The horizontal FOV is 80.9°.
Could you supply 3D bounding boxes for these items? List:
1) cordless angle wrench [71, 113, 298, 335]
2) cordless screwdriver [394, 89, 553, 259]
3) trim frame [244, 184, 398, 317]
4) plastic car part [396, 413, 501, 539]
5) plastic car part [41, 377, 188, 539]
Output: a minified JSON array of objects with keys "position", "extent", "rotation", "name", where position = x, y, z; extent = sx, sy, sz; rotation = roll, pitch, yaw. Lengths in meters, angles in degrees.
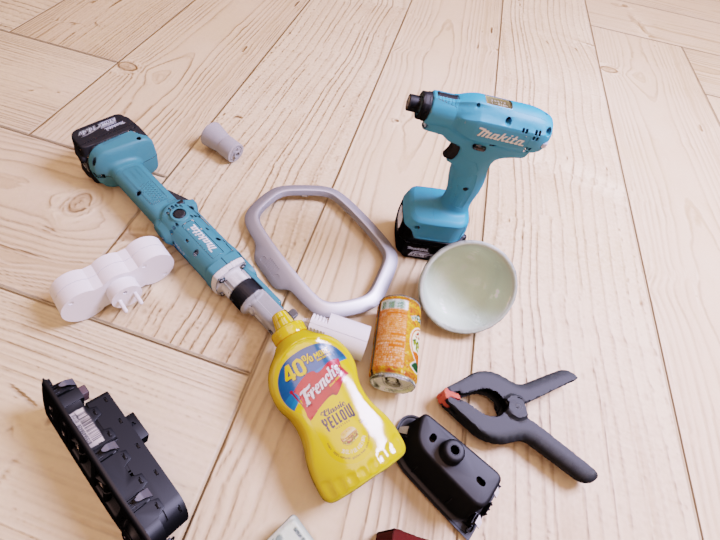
[{"position":[-0.243,-0.063,0.577],"extent":[0.439,0.073,0.096],"rotation":[42,59,19],"name":"cordless angle wrench"},{"position":[0.102,-0.115,0.545],"extent":[0.157,0.246,0.076],"rotation":[13,53,-8],"name":"cordless screwdriver"},{"position":[-0.059,-0.039,0.606],"extent":[0.180,0.027,0.259],"rotation":[-29,63,-26],"name":"trim frame"},{"position":[0.088,0.194,0.424],"extent":[0.120,0.070,0.065],"rotation":[41,57,17],"name":"plastic car part"},{"position":[-0.232,0.183,0.403],"extent":[0.212,0.066,0.064],"rotation":[43,33,23],"name":"plastic car part"}]
